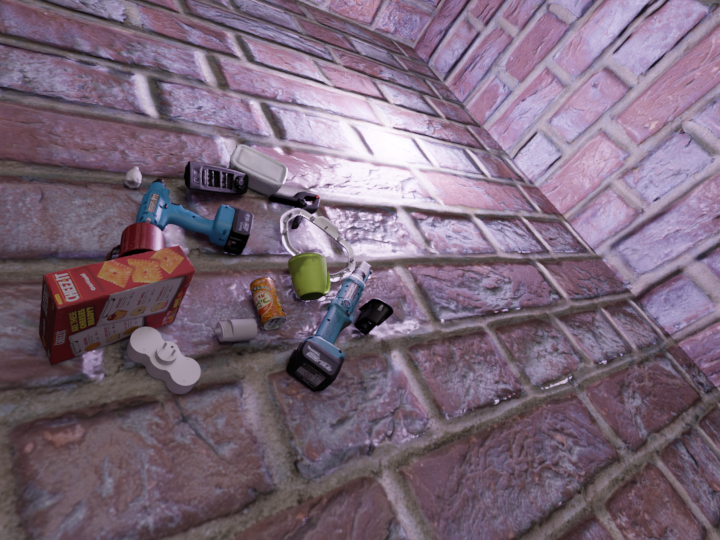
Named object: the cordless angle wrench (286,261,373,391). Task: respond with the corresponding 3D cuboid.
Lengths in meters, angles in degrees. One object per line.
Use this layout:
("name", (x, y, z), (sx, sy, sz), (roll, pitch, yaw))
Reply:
("cordless angle wrench", (-0.045, 0.095, 1.007), (0.097, 0.075, 0.423), (34, 36, -5))

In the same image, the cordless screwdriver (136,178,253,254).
("cordless screwdriver", (-0.379, -0.132, 0.986), (0.240, 0.074, 0.165), (12, 44, -21))

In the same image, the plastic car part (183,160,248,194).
("plastic car part", (-0.368, -0.226, 1.072), (0.194, 0.070, 0.066), (-5, 89, -55))

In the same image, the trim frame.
("trim frame", (-0.111, -0.073, 1.136), (0.244, 0.028, 0.186), (34, 42, -11))

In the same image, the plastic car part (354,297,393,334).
("plastic car part", (0.023, 0.117, 1.009), (0.066, 0.117, 0.070), (41, 62, 1))
